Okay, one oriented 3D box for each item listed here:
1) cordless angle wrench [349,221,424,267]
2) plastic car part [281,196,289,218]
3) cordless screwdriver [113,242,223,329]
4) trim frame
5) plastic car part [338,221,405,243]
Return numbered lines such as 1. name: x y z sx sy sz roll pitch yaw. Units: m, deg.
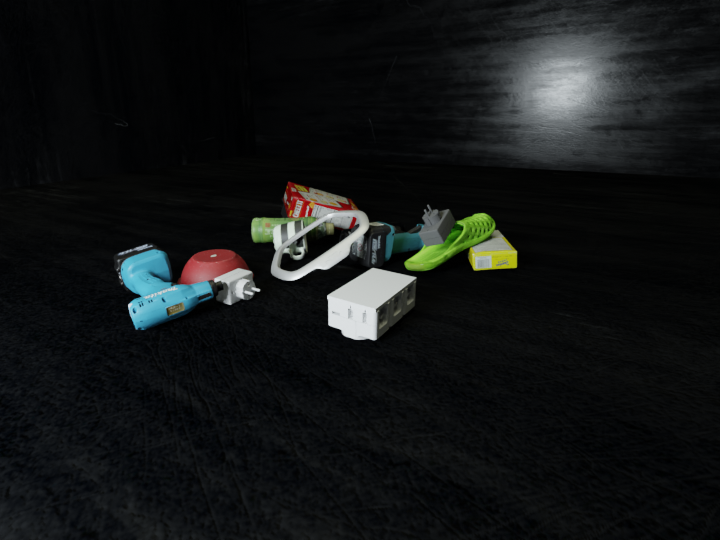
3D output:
1. cordless angle wrench: 0.162 -0.083 1.061 0.406 0.096 0.078 -10 21 -34
2. plastic car part: -0.218 -0.175 1.328 0.063 0.070 0.123 8 25 -32
3. cordless screwdriver: -0.376 0.018 0.812 0.155 0.072 0.263 -22 31 -29
4. trim frame: -0.092 -0.060 0.942 0.246 0.026 0.194 -34 34 -10
5. plastic car part: 0.044 -0.081 1.083 0.196 0.065 0.071 -14 33 -31
